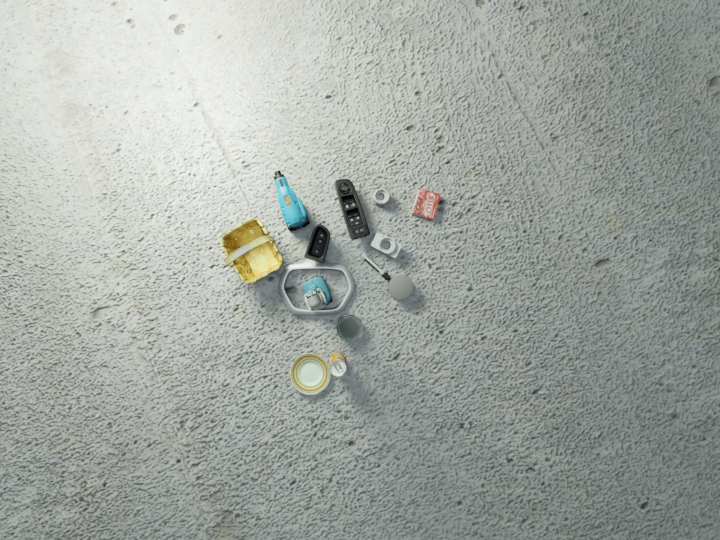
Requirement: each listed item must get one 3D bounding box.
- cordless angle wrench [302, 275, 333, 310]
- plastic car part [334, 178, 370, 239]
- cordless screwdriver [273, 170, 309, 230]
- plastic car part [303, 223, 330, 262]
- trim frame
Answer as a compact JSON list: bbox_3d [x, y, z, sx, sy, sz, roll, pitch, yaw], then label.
[{"bbox_3d":[-0.123,0.072,1.174,0.074,0.423,0.098,-23,92,-4],"label":"cordless angle wrench"},{"bbox_3d":[-0.031,-0.200,1.366,0.066,0.067,0.204,-17,87,-2],"label":"plastic car part"},{"bbox_3d":[-0.214,-0.203,1.279,0.074,0.249,0.160,-21,90,-4],"label":"cordless screwdriver"},{"bbox_3d":[-0.133,-0.087,1.359,0.066,0.071,0.117,17,87,-1],"label":"plastic car part"},{"bbox_3d":[-0.143,0.054,1.372,0.249,0.027,0.185,-1,87,1],"label":"trim frame"}]
